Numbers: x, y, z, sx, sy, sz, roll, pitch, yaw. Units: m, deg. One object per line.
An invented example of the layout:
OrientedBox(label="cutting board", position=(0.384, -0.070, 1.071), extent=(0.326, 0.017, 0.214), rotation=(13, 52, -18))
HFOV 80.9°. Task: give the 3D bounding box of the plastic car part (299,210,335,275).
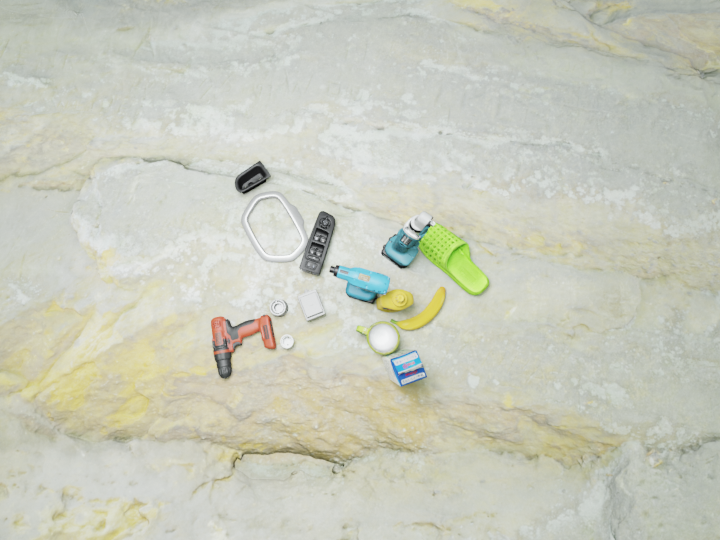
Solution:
OrientedBox(label="plastic car part", position=(-0.129, -0.085, 1.322), extent=(0.067, 0.066, 0.204), rotation=(16, 79, 2))

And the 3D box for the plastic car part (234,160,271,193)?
OrientedBox(label="plastic car part", position=(-0.352, -0.291, 1.374), extent=(0.116, 0.070, 0.067), rotation=(-35, 82, -6))

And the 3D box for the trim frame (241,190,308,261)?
OrientedBox(label="trim frame", position=(-0.274, -0.140, 1.360), extent=(0.183, 0.027, 0.253), rotation=(-31, 79, -5))

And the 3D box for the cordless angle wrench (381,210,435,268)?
OrientedBox(label="cordless angle wrench", position=(0.130, -0.087, 1.134), extent=(0.099, 0.418, 0.074), rotation=(38, 81, 3))

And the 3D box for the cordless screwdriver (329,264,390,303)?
OrientedBox(label="cordless screwdriver", position=(-0.010, 0.034, 1.201), extent=(0.160, 0.246, 0.075), rotation=(17, 80, 1))
